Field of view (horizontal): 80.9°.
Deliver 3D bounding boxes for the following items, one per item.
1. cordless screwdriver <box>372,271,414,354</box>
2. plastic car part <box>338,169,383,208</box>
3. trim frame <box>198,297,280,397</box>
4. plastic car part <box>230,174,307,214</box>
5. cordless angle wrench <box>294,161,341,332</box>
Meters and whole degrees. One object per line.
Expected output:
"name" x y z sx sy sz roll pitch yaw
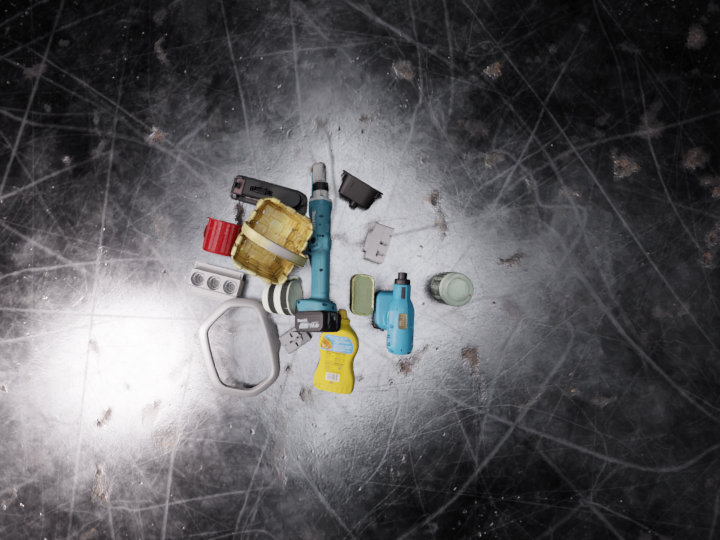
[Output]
"cordless screwdriver" 0.075 0.078 0.930 0.074 0.249 0.159 3 92 -3
"plastic car part" -0.009 -0.195 1.061 0.117 0.066 0.071 35 102 0
"trim frame" -0.284 0.187 1.016 0.181 0.028 0.246 -16 96 -15
"plastic car part" -0.230 -0.195 1.067 0.203 0.066 0.067 16 79 1
"cordless angle wrench" -0.101 -0.066 1.028 0.102 0.070 0.429 -9 74 34
